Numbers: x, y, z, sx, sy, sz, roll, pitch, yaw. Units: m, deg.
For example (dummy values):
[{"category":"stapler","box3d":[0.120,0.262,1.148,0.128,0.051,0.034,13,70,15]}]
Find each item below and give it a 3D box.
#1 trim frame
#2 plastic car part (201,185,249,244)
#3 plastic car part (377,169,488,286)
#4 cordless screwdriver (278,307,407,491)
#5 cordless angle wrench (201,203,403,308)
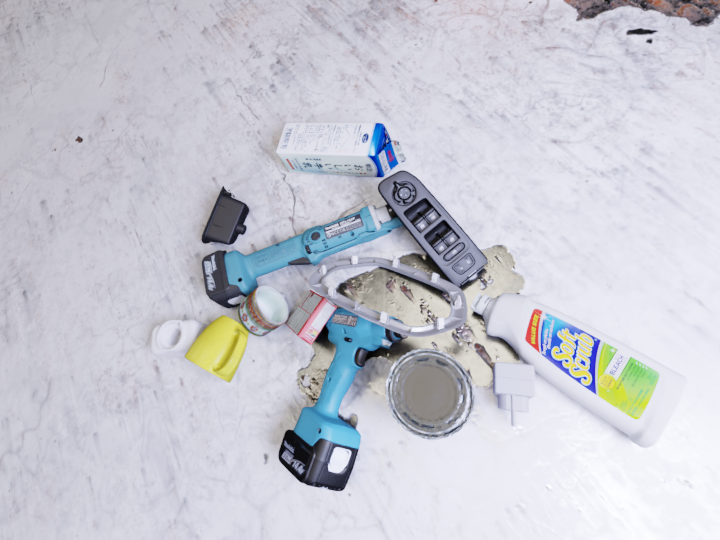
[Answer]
[{"category":"trim frame","box3d":[0.038,0.027,0.629,0.263,0.027,0.178,25,37,37]},{"category":"plastic car part","box3d":[-0.259,-0.097,0.840,0.072,0.064,0.117,15,77,7]},{"category":"plastic car part","box3d":[0.109,-0.074,0.671,0.067,0.067,0.201,-40,94,12]},{"category":"cordless screwdriver","box3d":[-0.019,0.174,0.601,0.166,0.071,0.250,-4,63,52]},{"category":"cordless angle wrench","box3d":[-0.073,-0.048,0.748,0.427,0.071,0.101,-20,65,8]}]
